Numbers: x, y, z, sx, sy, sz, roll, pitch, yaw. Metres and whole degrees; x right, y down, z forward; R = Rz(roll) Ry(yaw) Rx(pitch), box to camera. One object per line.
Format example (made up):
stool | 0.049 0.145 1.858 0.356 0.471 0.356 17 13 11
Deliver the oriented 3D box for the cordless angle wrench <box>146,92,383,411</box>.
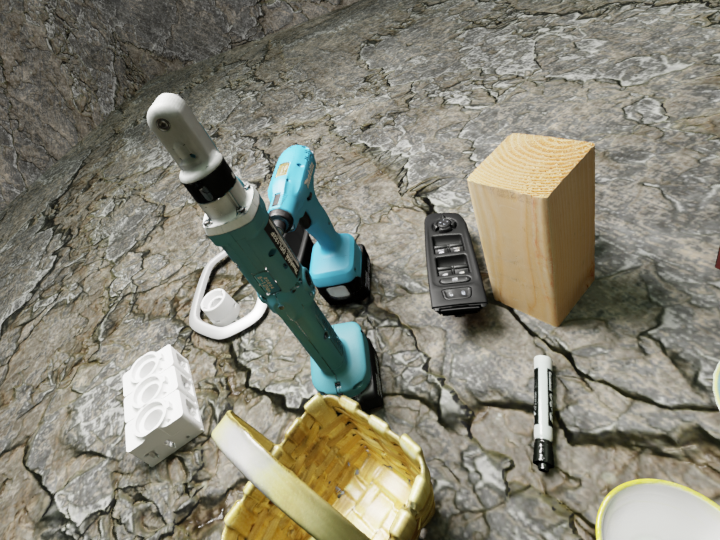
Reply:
cordless angle wrench | -0.077 0.015 0.434 0.076 0.402 0.101 -17 41 12

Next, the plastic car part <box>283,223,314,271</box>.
plastic car part | -0.110 -0.030 0.752 0.068 0.067 0.118 -7 45 23

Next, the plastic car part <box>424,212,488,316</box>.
plastic car part | 0.130 -0.010 0.598 0.068 0.064 0.209 -14 43 16

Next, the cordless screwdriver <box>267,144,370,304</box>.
cordless screwdriver | -0.059 -0.039 0.604 0.076 0.236 0.163 -12 43 18

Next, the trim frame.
trim frame | -0.234 0.024 0.801 0.188 0.026 0.256 -17 43 14
